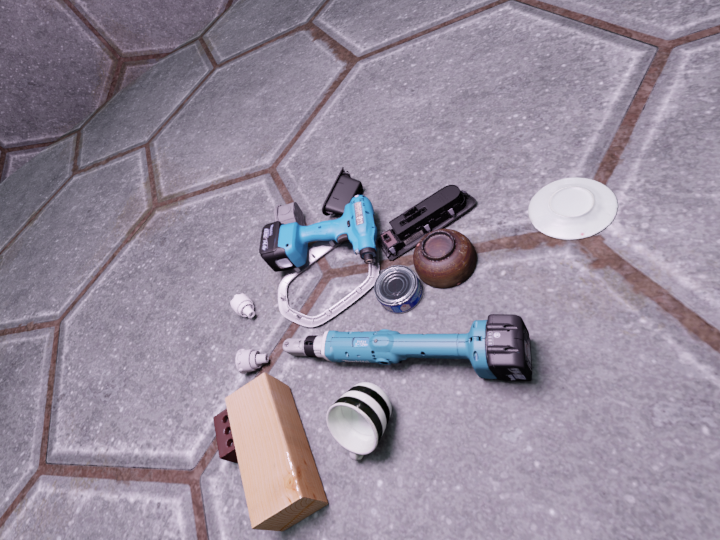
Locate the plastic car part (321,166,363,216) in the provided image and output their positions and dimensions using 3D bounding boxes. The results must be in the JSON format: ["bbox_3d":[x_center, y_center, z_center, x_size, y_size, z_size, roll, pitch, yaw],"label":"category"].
[{"bbox_3d":[-0.032,-0.166,0.965,0.074,0.063,0.117,16,70,21],"label":"plastic car part"}]

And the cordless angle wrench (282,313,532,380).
[{"bbox_3d":[0.043,0.127,0.698,0.440,0.092,0.075,-6,59,30],"label":"cordless angle wrench"}]

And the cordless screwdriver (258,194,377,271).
[{"bbox_3d":[-0.086,-0.056,0.880,0.254,0.070,0.165,-16,52,15],"label":"cordless screwdriver"}]

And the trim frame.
[{"bbox_3d":[-0.070,0.011,0.880,0.249,0.026,0.194,-38,47,4],"label":"trim frame"}]

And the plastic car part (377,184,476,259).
[{"bbox_3d":[0.123,-0.106,0.831,0.204,0.063,0.069,-30,42,5],"label":"plastic car part"}]
